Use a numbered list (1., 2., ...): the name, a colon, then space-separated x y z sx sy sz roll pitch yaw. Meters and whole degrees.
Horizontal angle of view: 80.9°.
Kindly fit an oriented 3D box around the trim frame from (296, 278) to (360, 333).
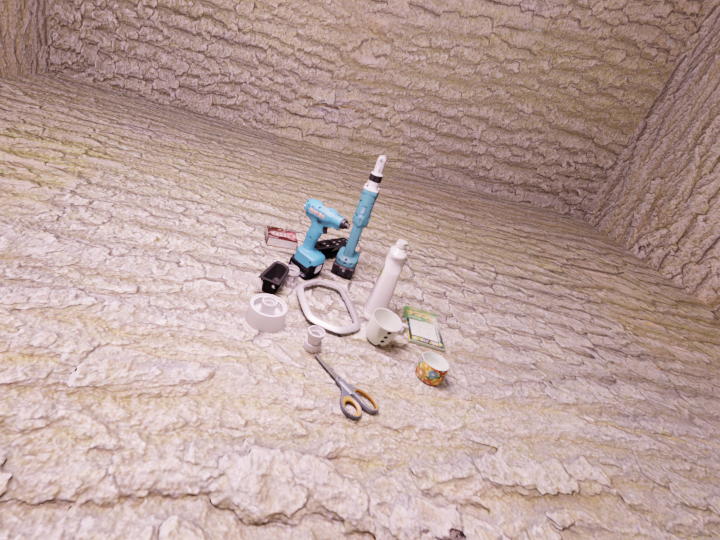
1. trim frame: -0.092 0.100 1.236 0.177 0.027 0.261 5 29 -24

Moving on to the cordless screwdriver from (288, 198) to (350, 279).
1. cordless screwdriver: -0.129 -0.085 1.322 0.167 0.246 0.072 32 28 25

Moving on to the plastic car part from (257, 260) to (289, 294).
1. plastic car part: -0.251 0.029 1.229 0.067 0.070 0.116 21 27 5

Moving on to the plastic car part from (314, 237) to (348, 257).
1. plastic car part: -0.123 -0.078 1.512 0.194 0.066 0.070 -7 36 -39

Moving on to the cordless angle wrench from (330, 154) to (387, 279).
1. cordless angle wrench: 0.003 -0.170 1.372 0.075 0.418 0.098 22 26 3
